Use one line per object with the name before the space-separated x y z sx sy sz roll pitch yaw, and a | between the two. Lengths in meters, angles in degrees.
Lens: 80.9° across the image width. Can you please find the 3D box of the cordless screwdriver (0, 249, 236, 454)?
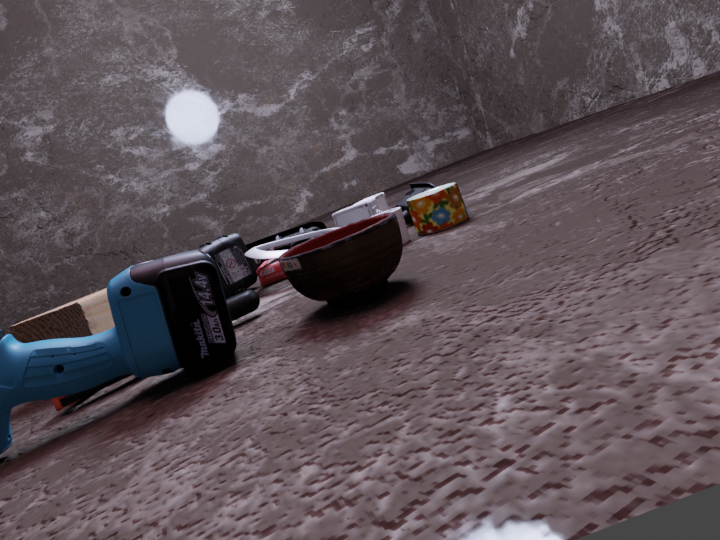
cordless screwdriver | -0.233 0.043 0.332 0.245 0.158 0.076 -22 6 -15

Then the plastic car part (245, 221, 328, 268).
plastic car part | -0.159 -0.048 0.892 0.204 0.064 0.068 -20 18 5

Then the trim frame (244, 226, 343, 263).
trim frame | -0.066 -0.043 0.678 0.194 0.027 0.240 5 19 40

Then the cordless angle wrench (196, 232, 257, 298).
cordless angle wrench | -0.340 0.022 0.834 0.072 0.097 0.439 -31 11 -39

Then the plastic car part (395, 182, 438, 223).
plastic car part | 0.099 -0.109 0.732 0.071 0.064 0.119 -37 14 -2
